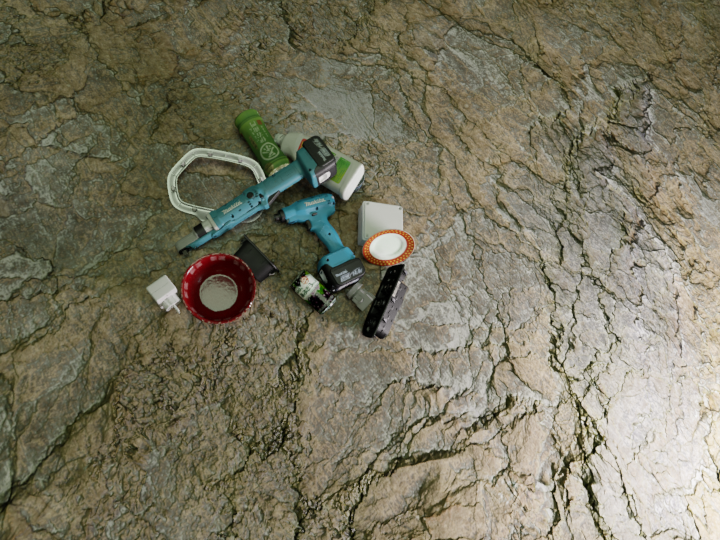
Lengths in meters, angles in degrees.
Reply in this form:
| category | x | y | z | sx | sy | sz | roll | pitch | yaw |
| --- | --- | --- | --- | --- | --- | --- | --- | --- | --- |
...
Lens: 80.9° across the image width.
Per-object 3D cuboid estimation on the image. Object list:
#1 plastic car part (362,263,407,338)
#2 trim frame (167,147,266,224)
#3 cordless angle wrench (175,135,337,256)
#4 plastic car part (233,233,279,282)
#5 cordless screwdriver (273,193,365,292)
| category | x | y | z | sx | sy | sz | roll | pitch | yaw |
| --- | --- | --- | --- | --- | --- | --- | --- | --- | --- |
| plastic car part | 0.065 | 0.083 | 1.033 | 0.064 | 0.069 | 0.203 | 43 | 62 | -28 |
| trim frame | -0.346 | -0.205 | 1.039 | 0.243 | 0.028 | 0.185 | 10 | 83 | -12 |
| cordless angle wrench | -0.252 | -0.166 | 0.999 | 0.421 | 0.072 | 0.101 | -34 | 74 | -5 |
| plastic car part | -0.254 | -0.019 | 0.996 | 0.070 | 0.066 | 0.117 | -41 | 88 | -8 |
| cordless screwdriver | -0.101 | -0.066 | 1.038 | 0.156 | 0.074 | 0.255 | -19 | 73 | -19 |
